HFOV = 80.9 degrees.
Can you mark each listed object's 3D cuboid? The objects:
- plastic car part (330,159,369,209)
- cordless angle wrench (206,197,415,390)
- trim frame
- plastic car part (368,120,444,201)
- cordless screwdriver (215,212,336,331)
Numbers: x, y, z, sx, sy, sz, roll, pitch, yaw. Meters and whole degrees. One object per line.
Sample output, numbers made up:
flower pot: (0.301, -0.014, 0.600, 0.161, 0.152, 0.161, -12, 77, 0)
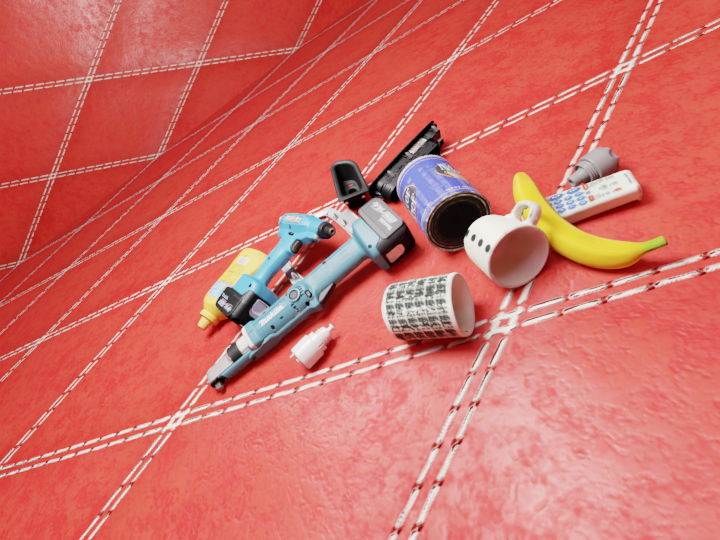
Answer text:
plastic car part: (-0.020, -0.176, 0.897, 0.066, 0.067, 0.122, -21, 51, 4)
cordless angle wrench: (-0.098, 0.051, 0.715, 0.423, 0.070, 0.103, -41, 54, 3)
trim frame: (-0.084, -0.055, 0.856, 0.184, 0.026, 0.261, -38, 35, -3)
plastic car part: (0.101, -0.204, 0.843, 0.202, 0.063, 0.070, -42, 61, -9)
cordless screwdriver: (-0.152, -0.001, 0.787, 0.168, 0.070, 0.249, 13, 65, 51)
